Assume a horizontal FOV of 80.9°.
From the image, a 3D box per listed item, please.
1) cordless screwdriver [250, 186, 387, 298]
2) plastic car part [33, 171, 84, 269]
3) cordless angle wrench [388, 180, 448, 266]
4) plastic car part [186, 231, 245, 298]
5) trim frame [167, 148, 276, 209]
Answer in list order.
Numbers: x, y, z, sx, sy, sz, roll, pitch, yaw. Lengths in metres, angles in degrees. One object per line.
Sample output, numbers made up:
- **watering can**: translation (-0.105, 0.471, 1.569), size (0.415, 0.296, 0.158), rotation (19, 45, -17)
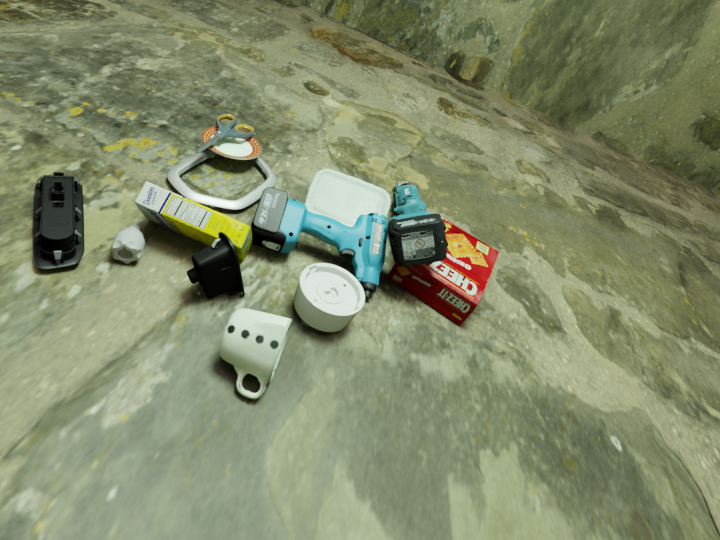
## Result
- **cordless screwdriver**: translation (-0.074, -0.048, 0.754), size (0.244, 0.075, 0.162), rotation (13, 69, -11)
- **plastic car part**: translation (-0.446, -0.086, 0.628), size (0.063, 0.067, 0.213), rotation (3, 45, -38)
- **cordless angle wrench**: translation (0.105, -0.132, 0.901), size (0.099, 0.072, 0.430), rotation (-10, 24, 7)
- **plastic car part**: translation (-0.216, -0.001, 0.617), size (0.070, 0.113, 0.069), rotation (-31, 65, -22)
- **trim frame**: translation (-0.279, -0.196, 0.870), size (0.186, 0.027, 0.248), rotation (29, 40, 4)
